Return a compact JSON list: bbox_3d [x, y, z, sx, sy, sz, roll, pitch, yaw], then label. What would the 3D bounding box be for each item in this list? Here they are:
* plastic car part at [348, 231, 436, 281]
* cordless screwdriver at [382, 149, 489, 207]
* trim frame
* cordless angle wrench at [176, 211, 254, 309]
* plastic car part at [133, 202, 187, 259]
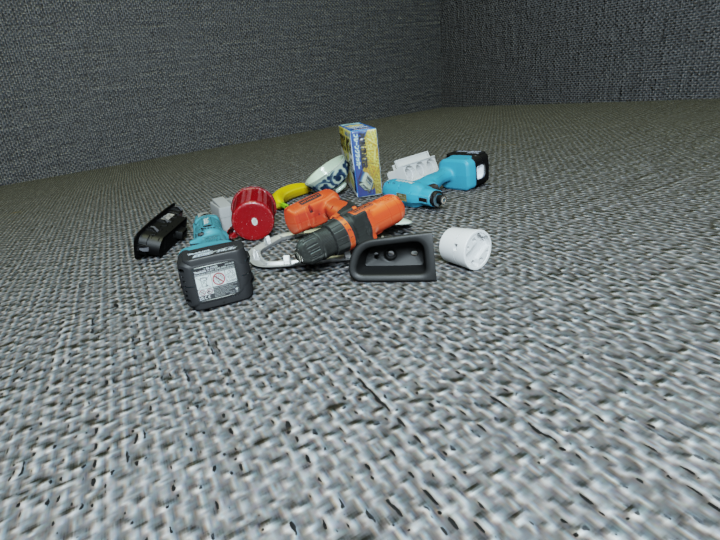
[{"bbox_3d":[0.046,-0.020,0.595,0.120,0.065,0.069,-3,7,18],"label":"plastic car part"},{"bbox_3d":[0.189,-0.196,0.924,0.242,0.072,0.168,-26,29,-28],"label":"cordless screwdriver"},{"bbox_3d":[-0.070,-0.046,0.720,0.250,0.027,0.188,-5,25,3],"label":"trim frame"},{"bbox_3d":[-0.267,-0.053,0.749,0.096,0.072,0.442,-14,22,-17],"label":"cordless angle wrench"},{"bbox_3d":[-0.392,-0.073,0.849,0.067,0.066,0.206,19,22,-6],"label":"plastic car part"}]
